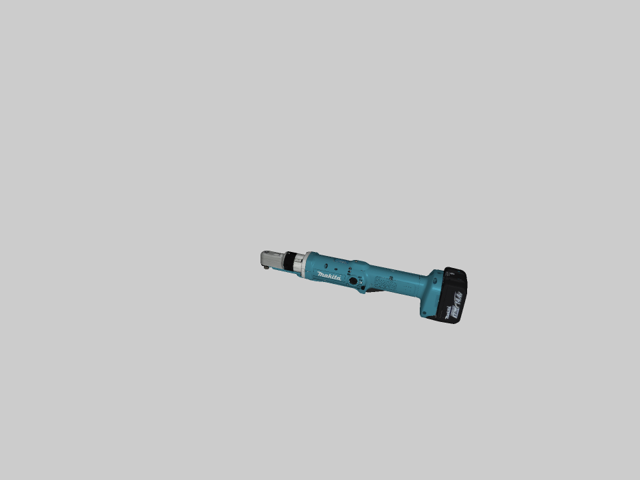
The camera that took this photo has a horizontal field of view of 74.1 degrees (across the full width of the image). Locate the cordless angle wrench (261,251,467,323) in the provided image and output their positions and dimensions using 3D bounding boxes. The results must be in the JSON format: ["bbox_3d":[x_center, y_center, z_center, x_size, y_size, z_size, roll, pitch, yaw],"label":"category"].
[{"bbox_3d":[0.074,0.073,0.867,0.423,0.098,0.074,11,27,13],"label":"cordless angle wrench"}]
